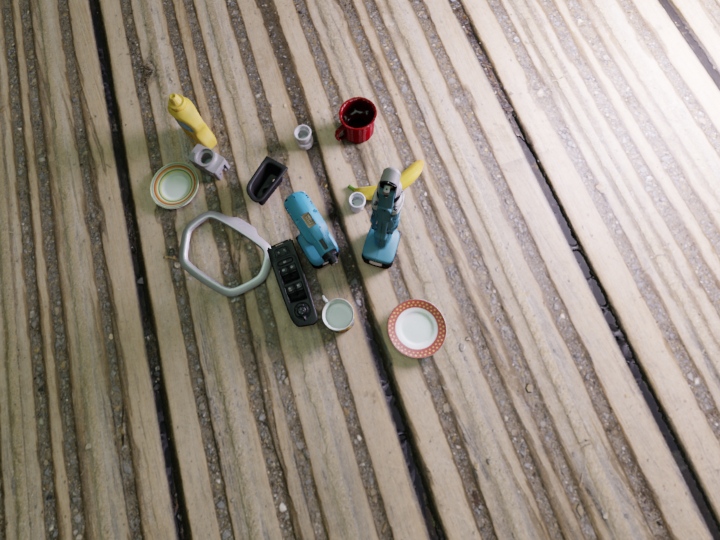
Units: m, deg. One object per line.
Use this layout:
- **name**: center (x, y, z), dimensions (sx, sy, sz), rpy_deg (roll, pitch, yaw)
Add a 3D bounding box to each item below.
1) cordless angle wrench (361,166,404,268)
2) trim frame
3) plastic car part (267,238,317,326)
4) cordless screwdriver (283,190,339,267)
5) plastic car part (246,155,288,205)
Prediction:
- **cordless angle wrench**: center (0.047, -0.096, 0.811), dimensions (0.075, 0.414, 0.098), rpy_deg (17, 78, 4)
- **trim frame**: center (-0.333, -0.045, 1.038), dimensions (0.255, 0.027, 0.184), rpy_deg (30, 80, 13)
- **plastic car part**: center (-0.153, 0.034, 0.977), dimensions (0.066, 0.065, 0.208), rpy_deg (-20, 74, -2)
- **cordless screwdriver**: center (-0.088, -0.058, 0.903), dimensions (0.074, 0.243, 0.163), rpy_deg (-31, 77, -6)
- **plastic car part**: center (-0.234, -0.212, 1.052), dimensions (0.067, 0.069, 0.116), rpy_deg (30, 80, 10)
